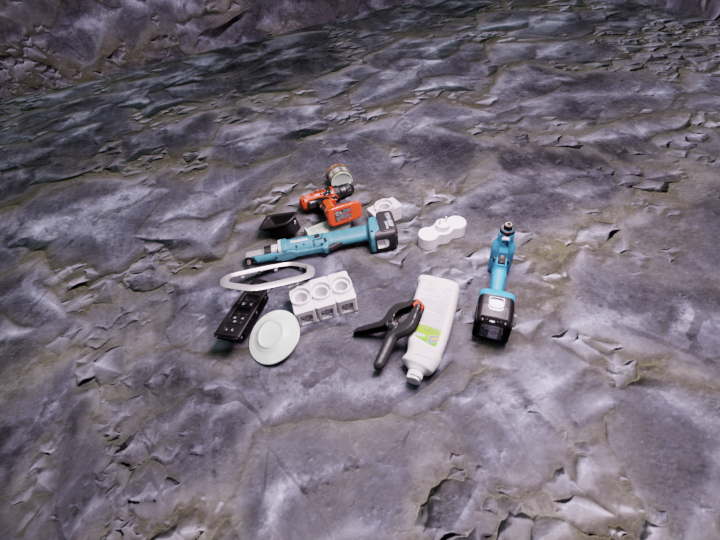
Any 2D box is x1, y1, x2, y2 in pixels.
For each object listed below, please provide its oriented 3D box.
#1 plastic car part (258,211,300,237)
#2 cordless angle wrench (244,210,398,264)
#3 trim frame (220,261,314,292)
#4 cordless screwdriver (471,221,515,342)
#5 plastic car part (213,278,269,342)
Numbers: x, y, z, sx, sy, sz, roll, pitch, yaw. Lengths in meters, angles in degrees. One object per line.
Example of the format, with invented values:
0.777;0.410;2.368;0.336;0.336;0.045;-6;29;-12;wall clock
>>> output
-0.224;-0.125;1.226;0.121;0.067;0.066;-3;45;28;plastic car part
-0.114;-0.074;1.163;0.425;0.071;0.102;-11;46;3;cordless angle wrench
-0.230;0.015;1.063;0.240;0.027;0.194;-16;21;-31;trim frame
0.306;0.021;0.934;0.077;0.153;0.251;10;51;16;cordless screwdriver
-0.270;0.100;1.022;0.068;0.064;0.205;-5;41;22;plastic car part
